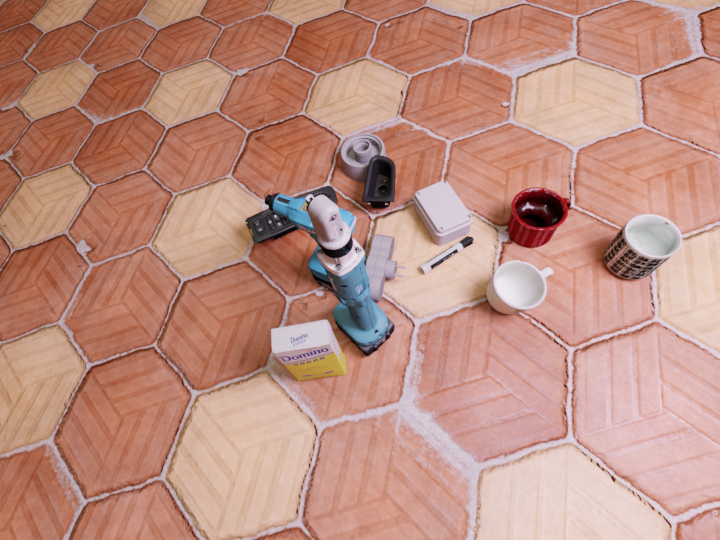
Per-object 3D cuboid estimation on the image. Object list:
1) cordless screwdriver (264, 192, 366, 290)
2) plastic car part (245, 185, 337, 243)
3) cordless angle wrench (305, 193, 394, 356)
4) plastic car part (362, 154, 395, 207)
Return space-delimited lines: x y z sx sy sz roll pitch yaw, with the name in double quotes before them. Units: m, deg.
"cordless screwdriver" -0.075 -0.049 0.765 0.165 0.239 0.074 23 69 19
"plastic car part" -0.140 -0.115 0.915 0.202 0.064 0.069 -27 62 -3
"cordless angle wrench" -0.014 0.022 0.618 0.074 0.406 0.102 -42 66 -13
"plastic car part" 0.045 -0.181 0.907 0.067 0.068 0.119 3 63 11
